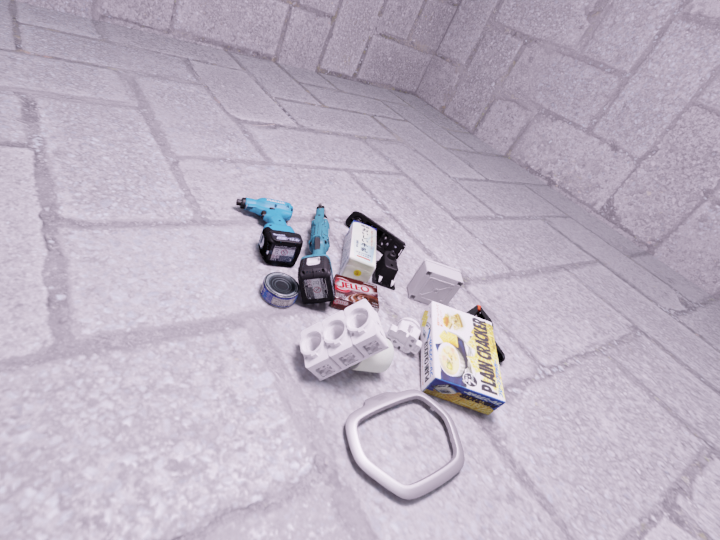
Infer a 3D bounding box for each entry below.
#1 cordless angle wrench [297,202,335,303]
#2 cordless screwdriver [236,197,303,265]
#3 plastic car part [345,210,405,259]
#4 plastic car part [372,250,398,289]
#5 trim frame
[{"bbox_3d":[-0.109,-0.071,1.112,0.075,0.095,0.435,-8,31,1],"label":"cordless angle wrench"},{"bbox_3d":[-0.242,-0.117,1.107,0.153,0.073,0.260,8,32,-23],"label":"cordless screwdriver"},{"bbox_3d":[0.048,-0.114,1.290,0.210,0.066,0.065,36,24,18],"label":"plastic car part"},{"bbox_3d":[0.074,-0.014,1.158,0.065,0.070,0.119,20,36,-12],"label":"plastic car part"},{"bbox_3d":[0.083,0.299,0.762,0.238,0.027,0.194,-9,46,-38],"label":"trim frame"}]
